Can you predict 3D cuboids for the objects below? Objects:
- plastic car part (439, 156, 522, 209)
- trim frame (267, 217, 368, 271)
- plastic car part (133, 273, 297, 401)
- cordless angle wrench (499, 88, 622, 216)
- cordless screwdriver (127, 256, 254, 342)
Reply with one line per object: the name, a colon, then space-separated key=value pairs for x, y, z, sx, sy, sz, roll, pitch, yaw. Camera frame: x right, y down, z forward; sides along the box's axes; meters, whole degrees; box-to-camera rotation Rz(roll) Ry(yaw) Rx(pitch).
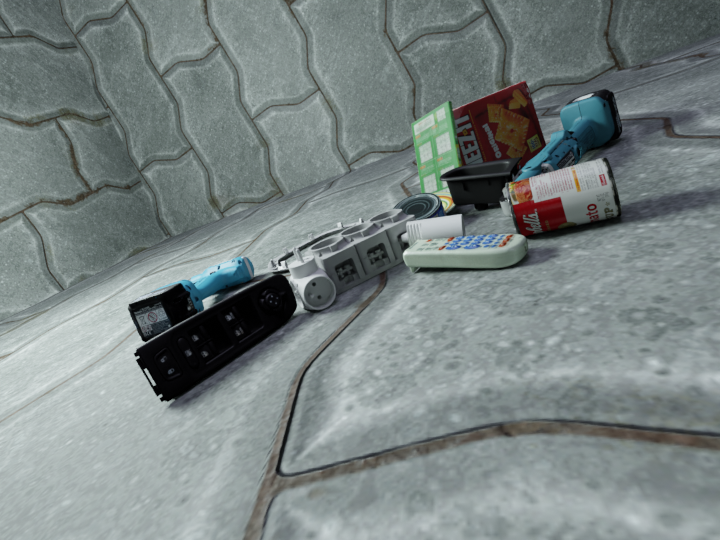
plastic car part: x=0.194 y=-0.132 z=0.675 sx=0.122 sy=0.069 sz=0.065 roll=-2 pitch=28 yaw=41
trim frame: x=-0.085 y=-0.056 z=0.870 sx=0.242 sy=0.027 sz=0.193 roll=-31 pitch=19 yaw=-33
plastic car part: x=-0.164 y=0.075 z=0.515 sx=0.198 sy=0.067 sz=0.067 roll=-33 pitch=-8 yaw=-31
cordless angle wrench: x=0.322 y=-0.186 z=0.681 sx=0.078 sy=0.095 sz=0.415 roll=-6 pitch=27 yaw=48
cordless screwdriver: x=-0.314 y=0.045 z=0.768 sx=0.163 sy=0.073 sz=0.247 roll=-16 pitch=13 yaw=19
